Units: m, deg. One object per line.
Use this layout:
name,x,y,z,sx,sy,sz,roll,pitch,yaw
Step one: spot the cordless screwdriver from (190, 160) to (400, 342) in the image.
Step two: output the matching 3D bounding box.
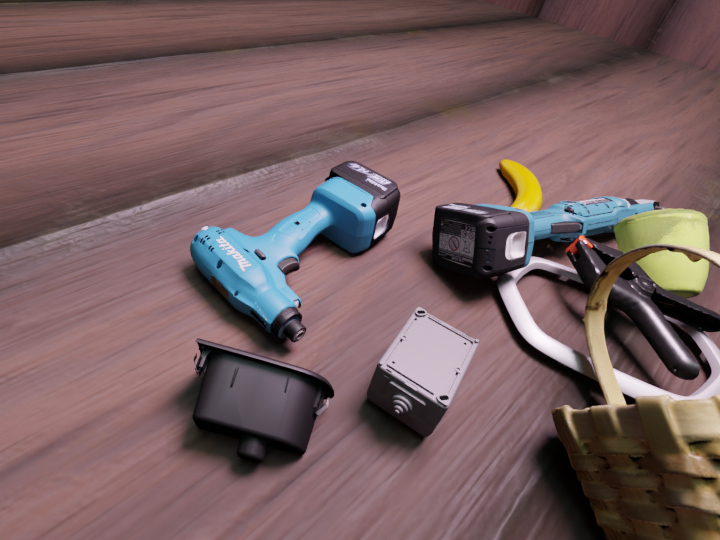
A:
cordless screwdriver,-0.047,-0.031,0.481,0.167,0.072,0.243,37,52,27

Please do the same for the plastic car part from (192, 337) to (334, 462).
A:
plastic car part,-0.083,0.109,0.332,0.117,0.065,0.072,17,56,2

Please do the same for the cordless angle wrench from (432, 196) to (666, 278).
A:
cordless angle wrench,0.284,-0.067,0.579,0.408,0.073,0.103,-11,19,-28

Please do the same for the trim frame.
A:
trim frame,0.276,0.062,0.474,0.257,0.027,0.183,23,44,16
